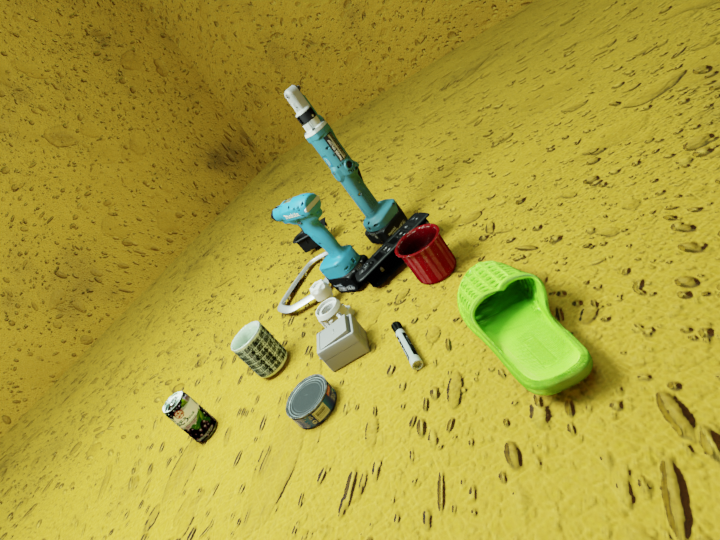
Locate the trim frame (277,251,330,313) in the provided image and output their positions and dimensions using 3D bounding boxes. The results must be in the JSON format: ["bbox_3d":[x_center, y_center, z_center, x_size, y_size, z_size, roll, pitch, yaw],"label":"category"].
[{"bbox_3d":[-0.126,0.024,1.106,0.191,0.026,0.249,-16,33,39],"label":"trim frame"}]

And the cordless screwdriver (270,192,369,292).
[{"bbox_3d":[-0.093,-0.061,0.950,0.166,0.240,0.074,-8,36,52],"label":"cordless screwdriver"}]

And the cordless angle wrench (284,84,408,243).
[{"bbox_3d":[-0.040,-0.241,0.981,0.097,0.408,0.077,-49,23,-26],"label":"cordless angle wrench"}]

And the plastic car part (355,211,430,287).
[{"bbox_3d":[0.072,-0.038,0.897,0.202,0.064,0.069,-41,23,-4],"label":"plastic car part"}]

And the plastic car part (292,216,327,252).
[{"bbox_3d":[-0.137,-0.096,1.270,0.118,0.068,0.068,-32,24,15],"label":"plastic car part"}]
